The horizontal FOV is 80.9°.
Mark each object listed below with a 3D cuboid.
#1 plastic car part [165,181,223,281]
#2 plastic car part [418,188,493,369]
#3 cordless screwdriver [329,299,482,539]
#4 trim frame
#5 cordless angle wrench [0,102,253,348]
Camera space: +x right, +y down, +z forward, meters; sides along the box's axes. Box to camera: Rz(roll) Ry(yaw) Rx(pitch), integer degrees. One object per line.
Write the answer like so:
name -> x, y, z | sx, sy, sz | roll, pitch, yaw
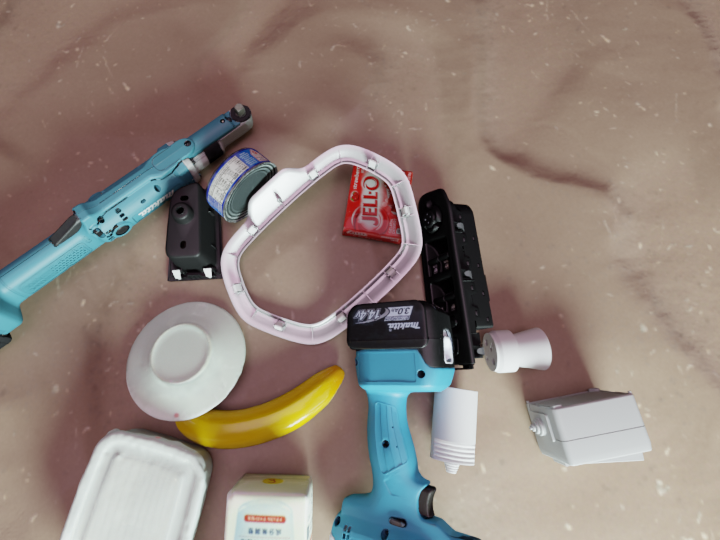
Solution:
plastic car part -> -0.198, -0.050, 0.489 | 0.066, 0.070, 0.118 | -3, 78, -4
plastic car part -> 0.108, 0.003, 0.471 | 0.065, 0.066, 0.207 | -4, 75, -16
cordless screwdriver -> 0.057, 0.155, 0.397 | 0.166, 0.070, 0.252 | -4, 75, 28
trim frame -> -0.047, -0.031, 0.480 | 0.249, 0.027, 0.187 | -42, 81, 4
cordless angle wrench -> -0.294, -0.065, 0.492 | 0.420, 0.097, 0.076 | -41, 81, -14
